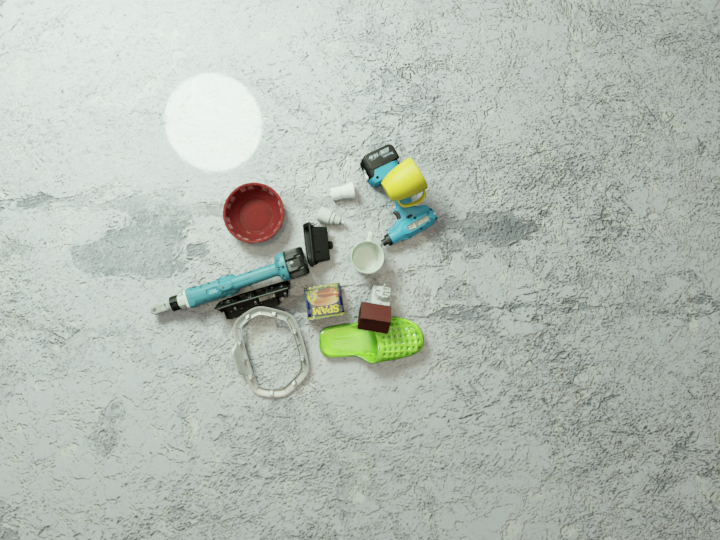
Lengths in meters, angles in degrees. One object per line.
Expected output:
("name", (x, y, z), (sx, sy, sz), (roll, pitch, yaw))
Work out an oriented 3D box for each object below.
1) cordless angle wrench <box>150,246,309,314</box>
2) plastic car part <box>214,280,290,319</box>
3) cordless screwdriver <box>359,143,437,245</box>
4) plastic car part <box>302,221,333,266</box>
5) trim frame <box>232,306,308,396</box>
("cordless angle wrench", (-0.344, 0.039, 1.096), (0.424, 0.098, 0.074), (-18, 92, 2))
("plastic car part", (-0.278, 0.081, 1.108), (0.202, 0.068, 0.065), (-13, 113, -3))
("cordless screwdriver", (0.076, -0.197, 1.123), (0.159, 0.074, 0.249), (-30, 90, -3))
("plastic car part", (-0.110, -0.072, 1.122), (0.069, 0.067, 0.117), (-9, 89, -17))
("trim frame", (-0.235, 0.212, 1.090), (0.184, 0.028, 0.245), (-14, 98, 1))
